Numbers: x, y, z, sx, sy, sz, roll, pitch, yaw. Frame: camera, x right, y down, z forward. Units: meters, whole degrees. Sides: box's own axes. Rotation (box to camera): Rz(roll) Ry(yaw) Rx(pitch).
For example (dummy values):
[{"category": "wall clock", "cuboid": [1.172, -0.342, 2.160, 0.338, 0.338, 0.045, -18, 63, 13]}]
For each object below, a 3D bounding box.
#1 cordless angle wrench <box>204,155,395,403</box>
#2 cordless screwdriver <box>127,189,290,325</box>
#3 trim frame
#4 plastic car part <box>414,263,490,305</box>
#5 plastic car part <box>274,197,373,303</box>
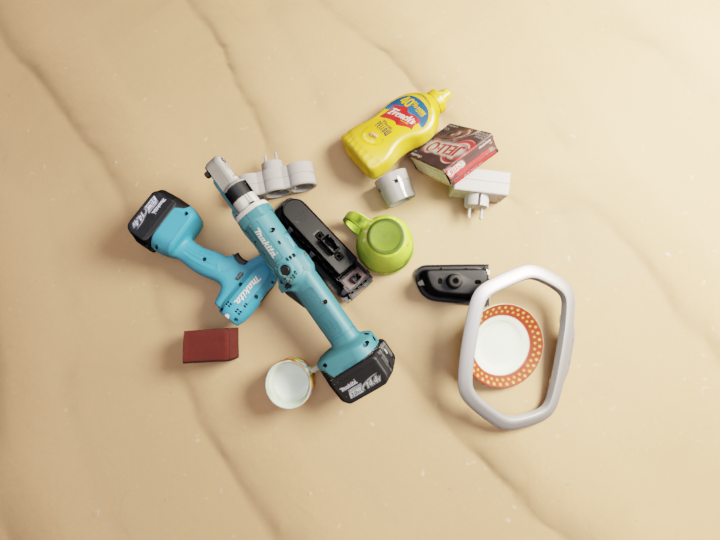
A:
[{"category": "cordless angle wrench", "cuboid": [-0.105, -0.003, 0.646, 0.099, 0.073, 0.426, -37, 86, 19]}, {"category": "cordless screwdriver", "cuboid": [-0.246, -0.044, 0.706, 0.252, 0.073, 0.159, 36, 77, 6]}, {"category": "trim frame", "cuboid": [0.234, 0.114, 0.623, 0.182, 0.028, 0.248, 7, 91, -7]}, {"category": "plastic car part", "cuboid": [0.147, 0.018, 0.651, 0.117, 0.070, 0.066, 2, 83, 2]}, {"category": "plastic car part", "cuboid": [-0.067, -0.044, 0.685, 0.066, 0.066, 0.208, -41, 76, -14]}]
